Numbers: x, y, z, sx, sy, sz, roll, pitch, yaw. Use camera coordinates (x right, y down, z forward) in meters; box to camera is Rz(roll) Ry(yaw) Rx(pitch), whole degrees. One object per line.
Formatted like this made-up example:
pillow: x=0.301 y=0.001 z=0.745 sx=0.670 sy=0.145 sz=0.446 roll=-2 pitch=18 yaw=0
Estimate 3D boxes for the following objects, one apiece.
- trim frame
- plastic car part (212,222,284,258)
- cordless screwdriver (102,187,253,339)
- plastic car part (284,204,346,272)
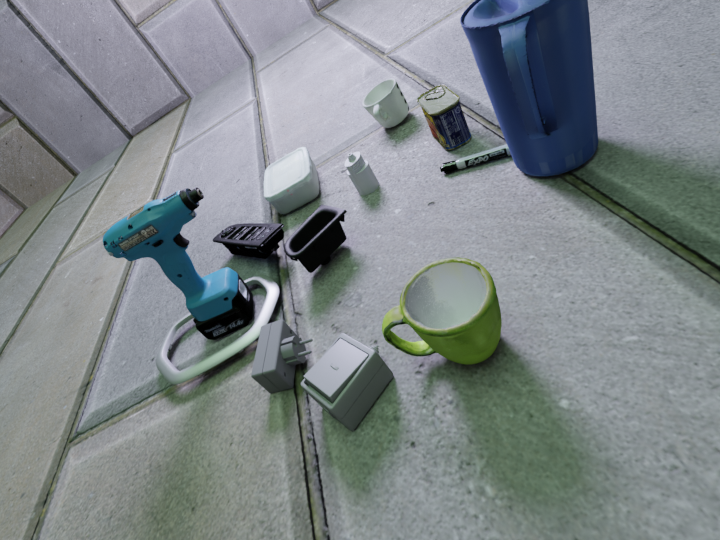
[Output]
trim frame: x=-0.243 y=0.094 z=0.718 sx=0.249 sy=0.026 sz=0.193 roll=-32 pitch=37 yaw=4
plastic car part: x=-0.217 y=-0.058 z=0.829 sx=0.214 sy=0.064 sz=0.066 roll=11 pitch=56 yaw=44
cordless screwdriver: x=-0.251 y=-0.009 z=0.660 sx=0.161 sy=0.236 sz=0.077 roll=-28 pitch=36 yaw=10
plastic car part: x=-0.068 y=-0.045 z=0.698 sx=0.070 sy=0.067 sz=0.116 roll=18 pitch=62 yaw=48
